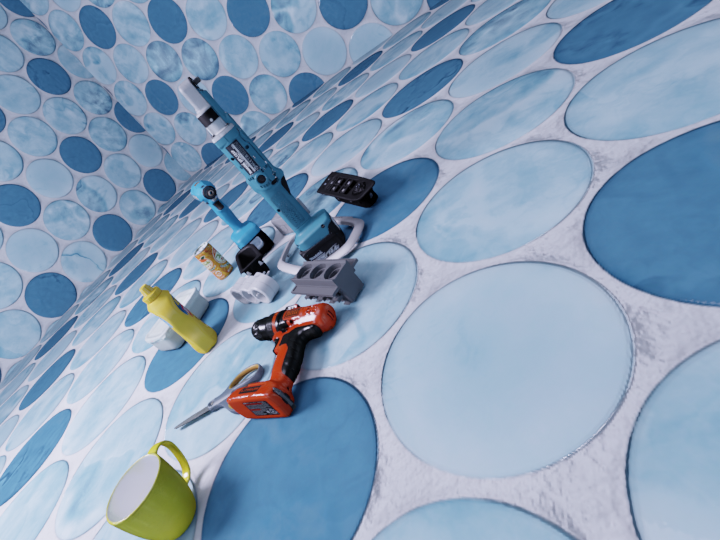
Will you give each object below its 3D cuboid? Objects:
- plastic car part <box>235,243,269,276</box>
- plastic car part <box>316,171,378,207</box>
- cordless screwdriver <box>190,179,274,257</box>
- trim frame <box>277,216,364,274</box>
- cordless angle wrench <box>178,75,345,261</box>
[{"bbox_3d":[-0.251,-0.014,1.006,0.066,0.068,0.122,-43,28,-4],"label":"plastic car part"},{"bbox_3d":[-0.026,-0.178,0.963,0.066,0.064,0.213,-46,29,-11],"label":"plastic car part"},{"bbox_3d":[-0.324,-0.128,1.074,0.074,0.238,0.167,-46,27,-12],"label":"cordless screwdriver"},{"bbox_3d":[-0.090,-0.059,0.916,0.260,0.026,0.183,7,55,54],"label":"trim frame"},{"bbox_3d":[-0.186,-0.182,0.808,0.098,0.405,0.077,-36,25,9],"label":"cordless angle wrench"}]
